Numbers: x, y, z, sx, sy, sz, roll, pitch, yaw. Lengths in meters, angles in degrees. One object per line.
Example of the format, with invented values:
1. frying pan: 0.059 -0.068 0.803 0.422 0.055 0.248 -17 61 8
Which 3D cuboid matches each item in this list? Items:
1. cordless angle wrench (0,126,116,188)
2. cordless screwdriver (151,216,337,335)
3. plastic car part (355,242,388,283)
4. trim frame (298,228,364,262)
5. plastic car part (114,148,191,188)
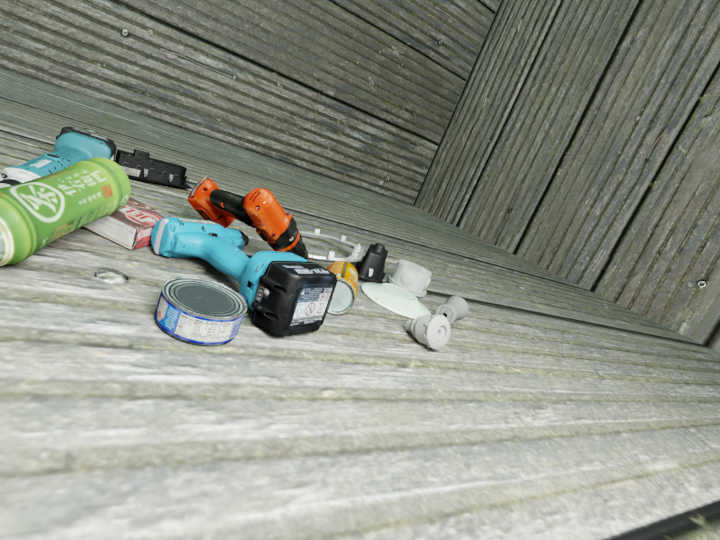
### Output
1. cordless angle wrench: -0.457 -0.144 0.626 0.094 0.074 0.442 15 18 -24
2. cordless screwdriver: -0.142 -0.008 0.562 0.262 0.074 0.152 25 13 30
3. plastic car part: 0.028 -0.021 0.851 0.067 0.070 0.116 22 11 3
4. trim frame: -0.084 -0.055 0.864 0.187 0.027 0.248 11 16 5
5. plastic car part: -0.468 -0.225 0.926 0.192 0.067 0.070 13 9 -41
